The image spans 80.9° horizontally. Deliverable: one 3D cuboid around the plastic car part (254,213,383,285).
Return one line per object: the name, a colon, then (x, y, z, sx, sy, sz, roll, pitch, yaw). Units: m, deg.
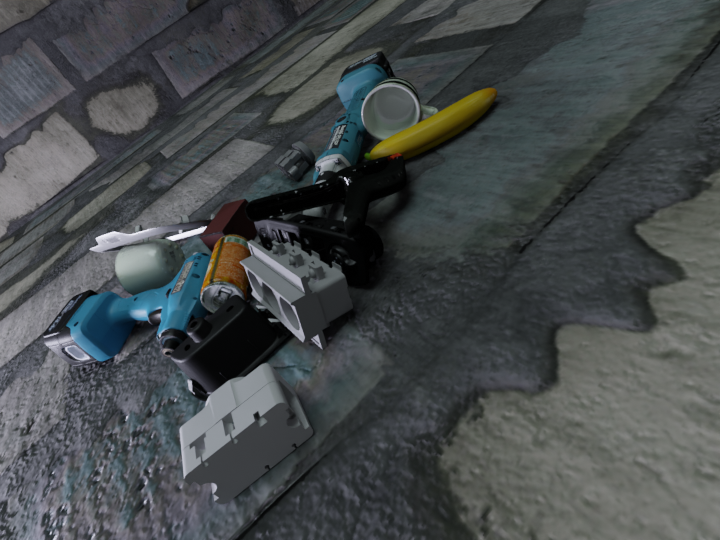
plastic car part: (-0.048, -0.031, 0.488, 0.065, 0.064, 0.214, -23, 25, -31)

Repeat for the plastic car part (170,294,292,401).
plastic car part: (-0.140, 0.071, 0.428, 0.115, 0.068, 0.069, -41, 32, -14)

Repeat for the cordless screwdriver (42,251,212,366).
cordless screwdriver: (-0.311, 0.072, 0.569, 0.254, 0.071, 0.164, -19, 37, 16)

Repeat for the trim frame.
trim frame: (-0.339, -0.062, 0.710, 0.259, 0.027, 0.178, -7, 8, 32)

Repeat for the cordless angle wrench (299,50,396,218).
cordless angle wrench: (-0.019, -0.221, 0.680, 0.101, 0.071, 0.430, -13, 42, 28)
